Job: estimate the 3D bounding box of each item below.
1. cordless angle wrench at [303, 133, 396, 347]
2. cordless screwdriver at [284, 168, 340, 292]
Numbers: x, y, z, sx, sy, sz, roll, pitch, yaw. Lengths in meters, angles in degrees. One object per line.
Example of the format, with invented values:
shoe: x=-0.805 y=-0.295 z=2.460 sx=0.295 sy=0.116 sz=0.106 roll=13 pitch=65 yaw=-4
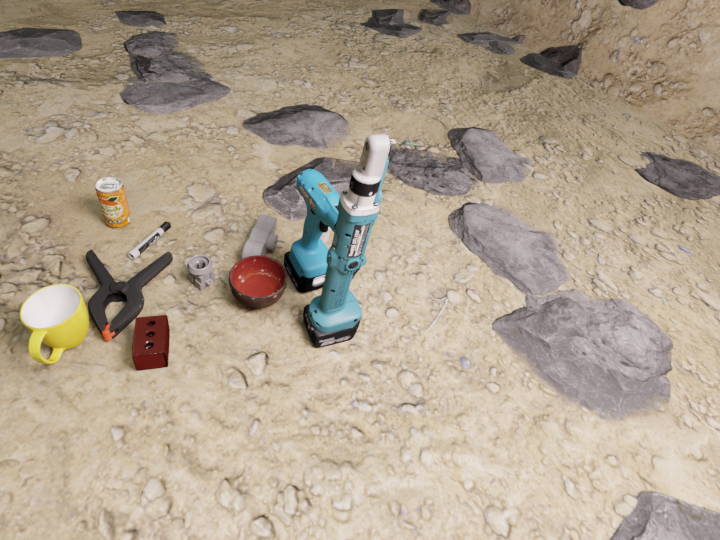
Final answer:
cordless angle wrench: x=-0.021 y=-0.027 z=0.672 sx=0.095 sy=0.414 sz=0.078 roll=-9 pitch=50 yaw=-23
cordless screwdriver: x=-0.079 y=-0.052 z=0.806 sx=0.072 sy=0.244 sz=0.167 roll=-16 pitch=53 yaw=-28
